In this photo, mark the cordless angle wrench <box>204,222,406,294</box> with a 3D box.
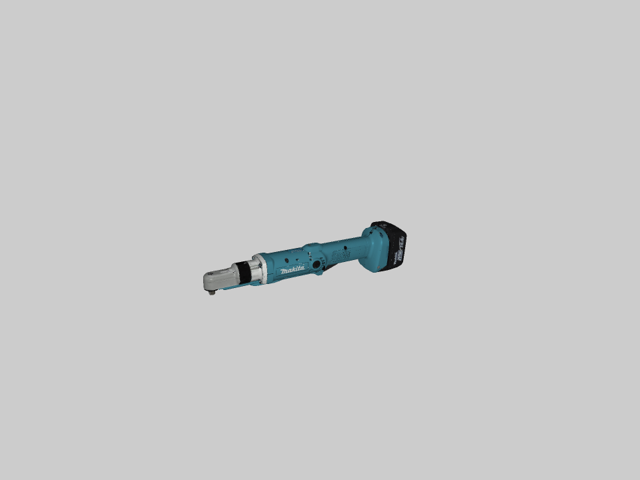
[{"bbox_3d":[-0.019,0.039,0.833,0.422,0.098,0.074,-10,27,-28],"label":"cordless angle wrench"}]
